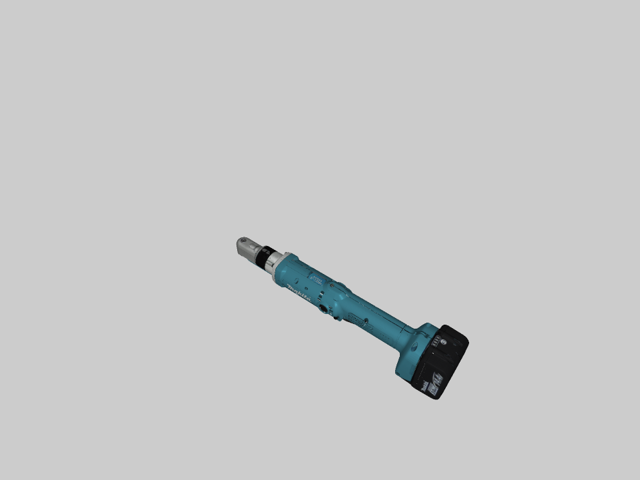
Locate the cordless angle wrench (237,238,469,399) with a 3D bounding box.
[{"bbox_3d":[0.021,0.096,0.691,0.423,0.098,0.074,29,51,23],"label":"cordless angle wrench"}]
